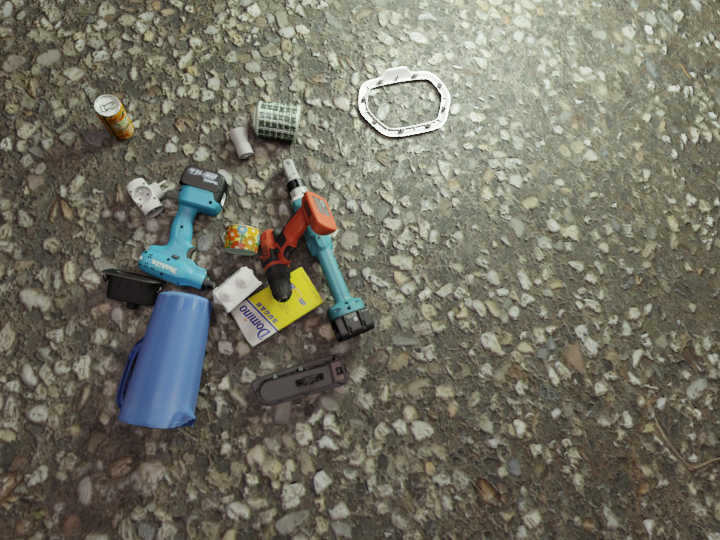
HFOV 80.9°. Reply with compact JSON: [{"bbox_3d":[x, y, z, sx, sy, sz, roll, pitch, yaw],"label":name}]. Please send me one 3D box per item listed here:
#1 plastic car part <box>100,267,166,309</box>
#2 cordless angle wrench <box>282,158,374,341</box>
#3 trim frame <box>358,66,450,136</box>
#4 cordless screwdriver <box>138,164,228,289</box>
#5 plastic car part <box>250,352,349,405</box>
[{"bbox_3d":[-0.466,0.042,0.861,0.115,0.067,0.071,17,90,-8],"label":"plastic car part"},{"bbox_3d":[-0.090,-0.059,0.921,0.073,0.097,0.432,-20,77,-12],"label":"cordless angle wrench"},{"bbox_3d":[0.115,-0.431,1.074,0.245,0.027,0.187,-14,78,-9],"label":"trim frame"},{"bbox_3d":[-0.347,-0.088,0.900,0.158,0.074,0.250,20,78,-4],"label":"cordless screwdriver"},{"bbox_3d":[-0.122,0.229,0.859,0.201,0.067,0.067,-13,88,-9],"label":"plastic car part"}]
